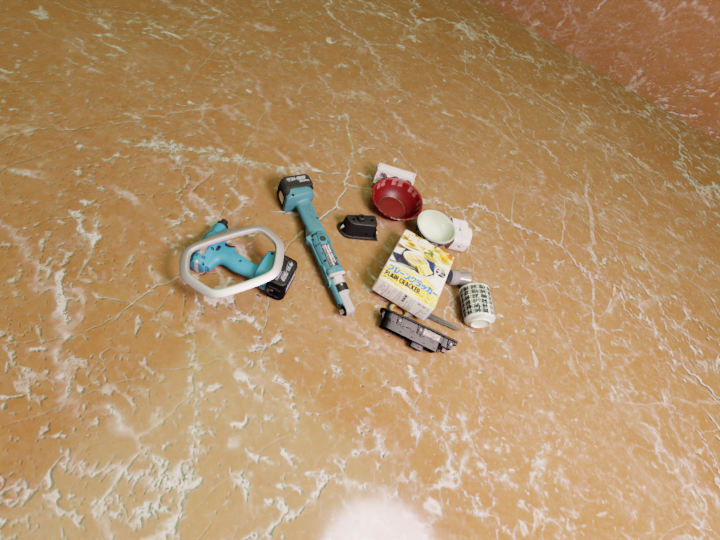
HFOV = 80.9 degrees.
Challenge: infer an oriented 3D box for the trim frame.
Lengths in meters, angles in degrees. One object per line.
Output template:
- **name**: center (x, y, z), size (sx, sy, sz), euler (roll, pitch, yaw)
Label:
- **trim frame**: center (-0.296, -0.027, 0.988), size (0.243, 0.027, 0.192), euler (-22, 61, -19)

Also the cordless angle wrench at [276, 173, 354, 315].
- **cordless angle wrench**: center (-0.110, -0.072, 1.129), size (0.095, 0.074, 0.439), euler (-14, 63, -26)

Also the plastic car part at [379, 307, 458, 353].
- **plastic car part**: center (0.131, 0.156, 1.048), size (0.204, 0.066, 0.067), euler (29, 79, 3)

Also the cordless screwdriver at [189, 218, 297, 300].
- **cordless screwdriver**: center (-0.279, -0.034, 1.050), size (0.250, 0.073, 0.161), euler (19, 53, 2)

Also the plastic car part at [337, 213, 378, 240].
- **plastic car part**: center (0.000, -0.131, 1.199), size (0.113, 0.070, 0.068), euler (4, 55, -19)
